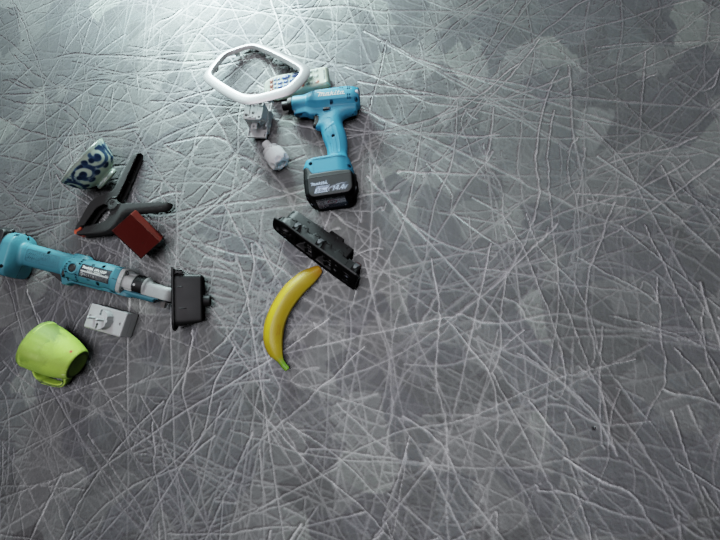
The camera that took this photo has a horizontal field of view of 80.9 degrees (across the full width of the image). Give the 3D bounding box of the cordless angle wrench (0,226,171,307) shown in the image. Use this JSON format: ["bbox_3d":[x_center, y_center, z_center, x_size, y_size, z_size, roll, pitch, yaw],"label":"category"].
[{"bbox_3d":[-0.567,0.001,0.854,0.431,0.072,0.098,13,80,11],"label":"cordless angle wrench"}]

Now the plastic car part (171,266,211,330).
[{"bbox_3d":[-0.321,0.052,0.804,0.070,0.066,0.118,-7,79,-8],"label":"plastic car part"}]

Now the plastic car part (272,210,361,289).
[{"bbox_3d":[-0.076,-0.050,0.779,0.209,0.064,0.067,31,74,15],"label":"plastic car part"}]

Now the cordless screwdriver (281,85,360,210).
[{"bbox_3d":[-0.079,-0.242,0.821,0.162,0.072,0.253,-3,73,9],"label":"cordless screwdriver"}]

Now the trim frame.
[{"bbox_3d":[-0.215,-0.409,0.873,0.182,0.026,0.262,-42,57,-19],"label":"trim frame"}]
